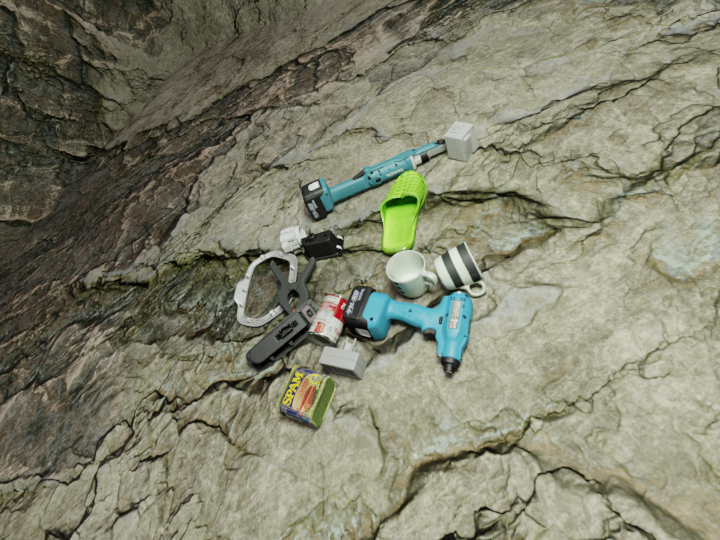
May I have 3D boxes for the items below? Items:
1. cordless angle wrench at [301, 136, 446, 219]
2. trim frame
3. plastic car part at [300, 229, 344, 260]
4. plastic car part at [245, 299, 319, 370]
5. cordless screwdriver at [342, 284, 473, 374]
[{"bbox_3d":[0.041,-0.269,1.193,0.426,0.093,0.077,-22,44,6],"label":"cordless angle wrench"},{"bbox_3d":[-0.255,0.040,1.134,0.189,0.026,0.256,-15,49,20],"label":"trim frame"},{"bbox_3d":[-0.109,-0.071,1.114,0.119,0.067,0.068,-11,46,18],"label":"plastic car part"},{"bbox_3d":[-0.176,0.152,0.961,0.203,0.066,0.068,-40,82,-1],"label":"plastic car part"},{"bbox_3d":[0.087,0.112,0.843,0.259,0.070,0.161,3,54,27],"label":"cordless screwdriver"}]
